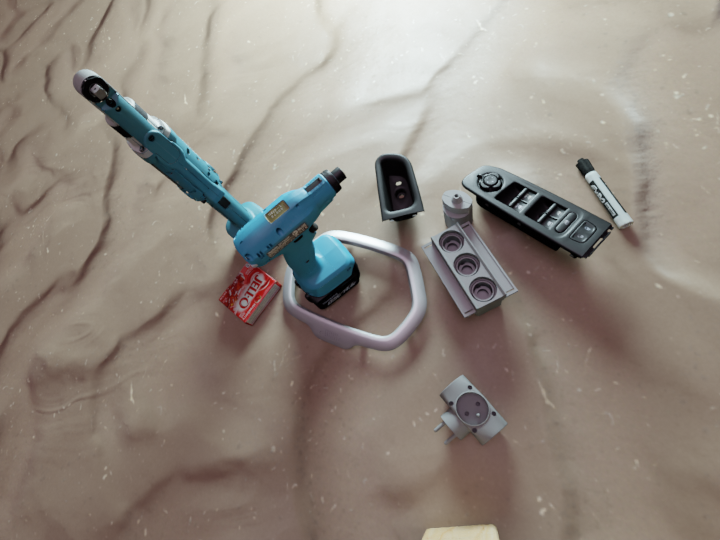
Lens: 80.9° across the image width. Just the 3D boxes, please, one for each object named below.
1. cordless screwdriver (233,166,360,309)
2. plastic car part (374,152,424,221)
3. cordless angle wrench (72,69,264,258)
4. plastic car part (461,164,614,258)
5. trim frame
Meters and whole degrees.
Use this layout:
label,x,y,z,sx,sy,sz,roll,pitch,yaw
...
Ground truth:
label,x,y,z,sx,sy,sz,roll,pitch,yaw
cordless screwdriver,-0.059,-0.039,0.604,0.159,0.238,0.078,-40,65,0
plastic car part,0.064,-0.128,0.693,0.067,0.068,0.120,-13,66,12
cordless angle wrench,-0.231,-0.128,0.606,0.102,0.404,0.074,37,83,24
plastic car part,0.244,-0.087,0.615,0.066,0.064,0.213,-47,62,-4
trim frame,-0.016,0.029,0.681,0.259,0.026,0.185,17,75,24
